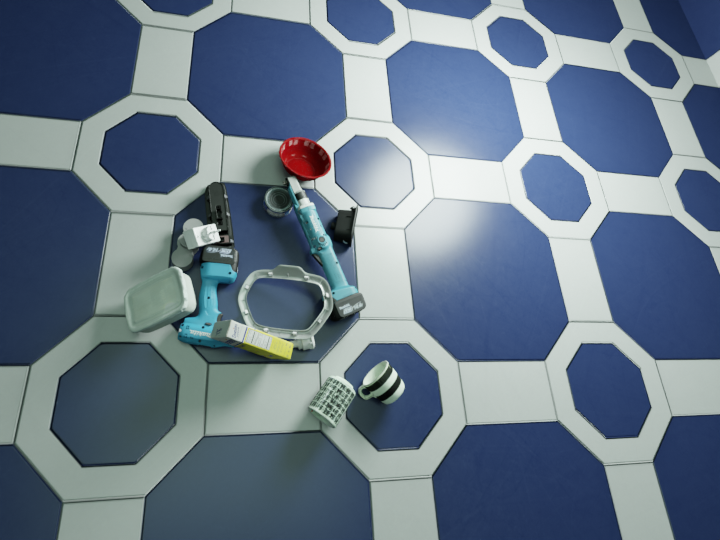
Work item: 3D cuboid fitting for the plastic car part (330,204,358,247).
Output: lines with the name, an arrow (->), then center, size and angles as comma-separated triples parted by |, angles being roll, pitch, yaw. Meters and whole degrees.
plastic car part -> -0.049, -0.130, 1.220 | 0.072, 0.064, 0.118 | 12, 70, 6

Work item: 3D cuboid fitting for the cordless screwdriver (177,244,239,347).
cordless screwdriver -> -0.350, 0.067, 1.063 | 0.157, 0.074, 0.252 | 11, 71, -10

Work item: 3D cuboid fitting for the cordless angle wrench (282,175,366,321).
cordless angle wrench -> -0.113, -0.074, 1.157 | 0.096, 0.074, 0.431 | -20, 77, -20

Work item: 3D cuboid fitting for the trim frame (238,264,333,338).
trim frame -> -0.194, 0.078, 1.082 | 0.253, 0.027, 0.186 | 5, 75, 10

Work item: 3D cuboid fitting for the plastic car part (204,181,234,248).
plastic car part -> -0.389, -0.158, 1.151 | 0.065, 0.066, 0.209 | -9, 69, -11
